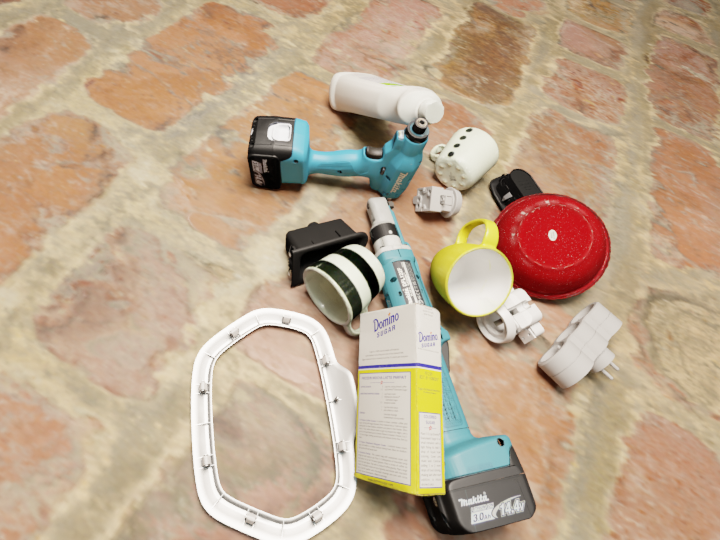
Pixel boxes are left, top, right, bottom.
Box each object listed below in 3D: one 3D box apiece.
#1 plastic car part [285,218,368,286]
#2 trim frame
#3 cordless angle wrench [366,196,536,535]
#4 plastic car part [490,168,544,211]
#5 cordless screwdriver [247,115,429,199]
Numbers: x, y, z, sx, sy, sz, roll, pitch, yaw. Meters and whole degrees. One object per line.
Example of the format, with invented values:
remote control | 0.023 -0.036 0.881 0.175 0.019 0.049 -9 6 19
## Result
plastic car part | -0.057 -0.037 0.583 0.113 0.064 0.075 -22 52 -27
trim frame | -0.093 0.156 0.470 0.180 0.027 0.258 -5 58 -15
cordless angle wrench | 0.072 0.073 0.530 0.096 0.073 0.439 -6 58 -16
plastic car part | 0.277 -0.085 0.673 0.065 0.065 0.211 -16 60 -14
cordless screwdriver | -0.034 -0.173 0.608 0.246 0.157 0.076 6 67 -7
